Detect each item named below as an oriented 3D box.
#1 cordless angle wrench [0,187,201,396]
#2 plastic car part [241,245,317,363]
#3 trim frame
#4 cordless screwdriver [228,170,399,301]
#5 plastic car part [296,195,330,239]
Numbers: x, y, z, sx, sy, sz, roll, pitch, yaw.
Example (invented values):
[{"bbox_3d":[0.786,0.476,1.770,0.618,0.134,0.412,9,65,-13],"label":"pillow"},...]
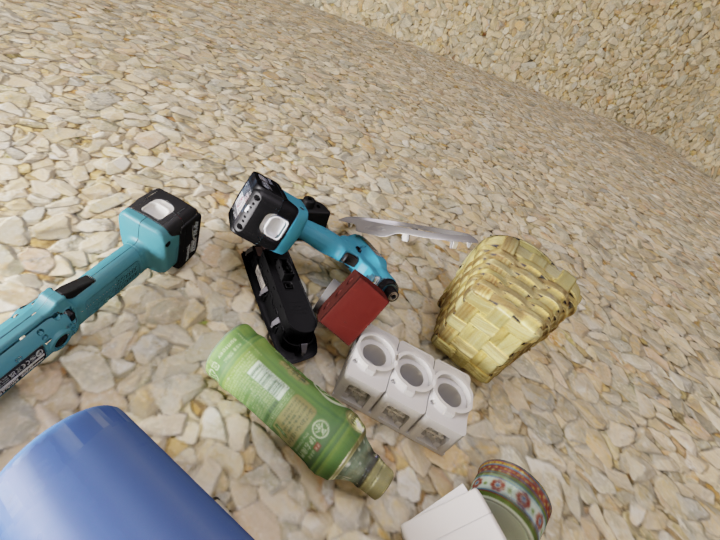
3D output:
[{"bbox_3d":[-0.321,0.056,0.427,0.075,0.097,0.423,28,43,2],"label":"cordless angle wrench"},{"bbox_3d":[-0.104,0.030,0.580,0.063,0.067,0.213,6,44,-36],"label":"plastic car part"},{"bbox_3d":[0.076,-0.066,0.713,0.263,0.027,0.175,19,14,42],"label":"trim frame"},{"bbox_3d":[-0.058,-0.038,0.598,0.236,0.074,0.167,26,16,-32],"label":"cordless screwdriver"},{"bbox_3d":[-0.102,-0.094,0.711,0.112,0.070,0.069,-1,47,-24],"label":"plastic car part"}]
